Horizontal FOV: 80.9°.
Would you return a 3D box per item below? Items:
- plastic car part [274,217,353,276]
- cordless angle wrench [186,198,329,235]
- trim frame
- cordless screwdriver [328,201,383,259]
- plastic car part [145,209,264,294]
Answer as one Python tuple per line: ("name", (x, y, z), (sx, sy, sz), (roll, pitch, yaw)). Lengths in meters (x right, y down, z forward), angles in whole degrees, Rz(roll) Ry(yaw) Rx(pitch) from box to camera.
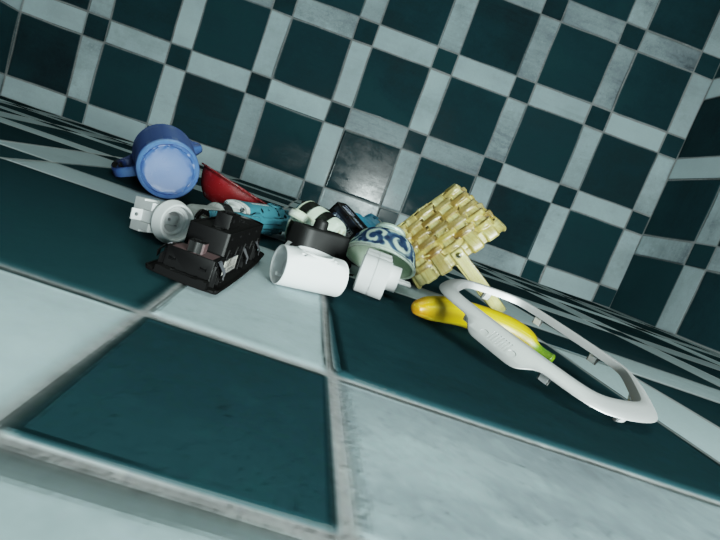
("plastic car part", (-0.062, -0.041, 0.636), (0.111, 0.071, 0.069), (18, 6, -34))
("cordless angle wrench", (-0.157, -0.089, 0.744), (0.102, 0.074, 0.409), (22, 11, 17))
("trim frame", (0.198, 0.077, 0.479), (0.175, 0.027, 0.263), (5, 28, -41))
("cordless screwdriver", (0.020, -0.056, 0.856), (0.165, 0.075, 0.239), (49, 19, 17))
("plastic car part", (-0.143, -0.030, 0.441), (0.066, 0.067, 0.203), (13, 6, -2))
